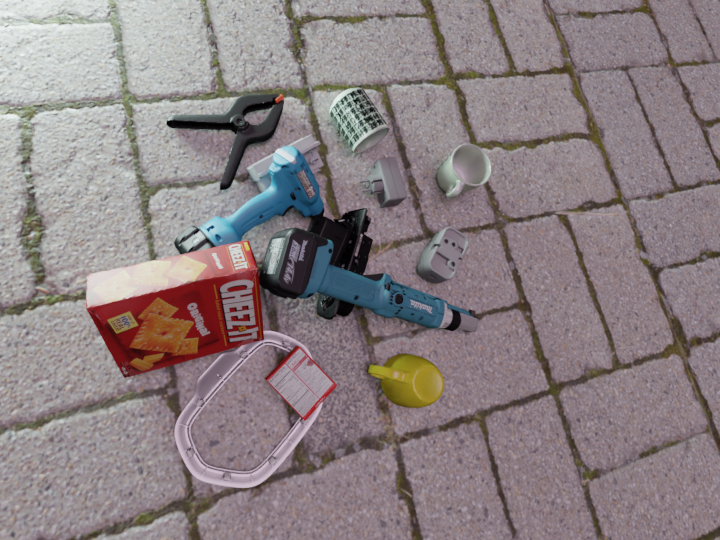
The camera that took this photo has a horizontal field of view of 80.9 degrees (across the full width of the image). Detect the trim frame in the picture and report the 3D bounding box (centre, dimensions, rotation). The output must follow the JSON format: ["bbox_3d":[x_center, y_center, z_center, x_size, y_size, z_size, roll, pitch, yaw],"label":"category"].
[{"bbox_3d":[-0.169,0.214,0.662,0.184,0.028,0.247,42,72,1],"label":"trim frame"}]

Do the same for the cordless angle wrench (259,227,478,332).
[{"bbox_3d":[0.044,0.043,0.688,0.404,0.077,0.099,20,77,-28],"label":"cordless angle wrench"}]

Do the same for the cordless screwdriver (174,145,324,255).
[{"bbox_3d":[-0.166,-0.071,0.694,0.247,0.151,0.078,-44,55,-10],"label":"cordless screwdriver"}]

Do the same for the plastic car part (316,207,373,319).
[{"bbox_3d":[-0.024,-0.006,0.738,0.063,0.069,0.204,36,65,-39],"label":"plastic car part"}]

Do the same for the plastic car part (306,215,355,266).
[{"bbox_3d":[-0.070,-0.046,0.718,0.067,0.069,0.117,37,69,-41],"label":"plastic car part"}]
